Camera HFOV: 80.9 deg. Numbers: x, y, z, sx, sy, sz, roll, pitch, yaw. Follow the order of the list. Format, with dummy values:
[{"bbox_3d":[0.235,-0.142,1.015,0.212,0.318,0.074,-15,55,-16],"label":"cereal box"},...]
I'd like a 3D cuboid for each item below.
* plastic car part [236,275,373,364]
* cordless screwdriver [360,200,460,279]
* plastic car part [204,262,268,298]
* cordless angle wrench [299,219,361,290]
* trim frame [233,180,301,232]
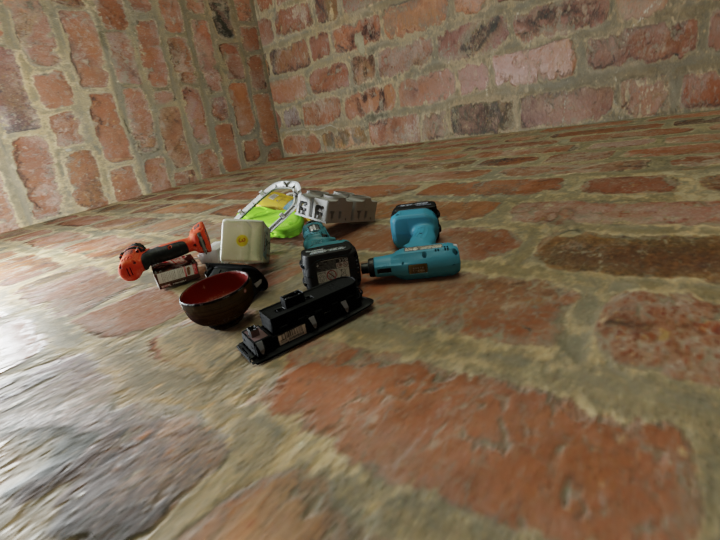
[{"bbox_3d":[-0.075,0.057,0.592,0.197,0.066,0.069,-19,14,-29],"label":"plastic car part"},{"bbox_3d":[0.085,-0.054,0.786,0.162,0.072,0.252,-8,24,8],"label":"cordless screwdriver"},{"bbox_3d":[-0.230,0.031,0.743,0.121,0.063,0.071,2,37,22],"label":"plastic car part"},{"bbox_3d":[-0.086,-0.056,0.881,0.097,0.073,0.435,-11,18,-8],"label":"cordless angle wrench"},{"bbox_3d":[-0.243,-0.130,1.026,0.249,0.026,0.194,-40,43,3],"label":"trim frame"}]
